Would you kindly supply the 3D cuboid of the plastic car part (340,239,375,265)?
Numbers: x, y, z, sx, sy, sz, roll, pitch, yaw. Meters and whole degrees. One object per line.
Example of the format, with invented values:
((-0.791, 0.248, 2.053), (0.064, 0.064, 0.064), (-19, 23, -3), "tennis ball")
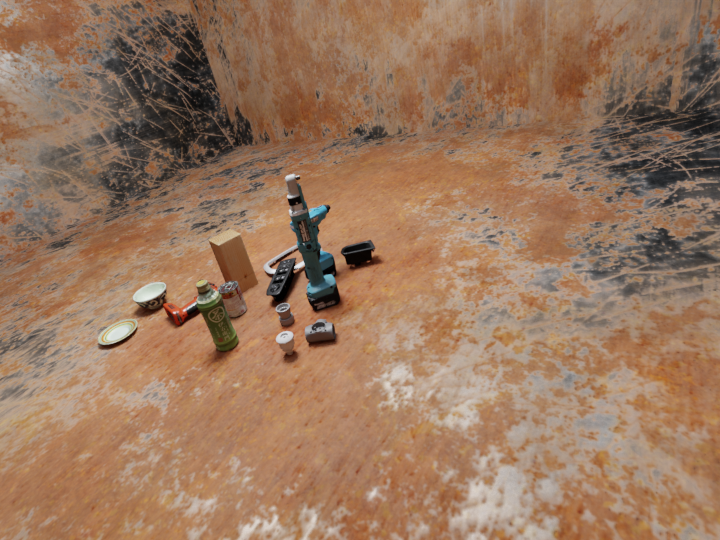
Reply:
((-0.007, -0.054, 1.466), (0.116, 0.068, 0.068), (-16, 28, -2), "plastic car part")

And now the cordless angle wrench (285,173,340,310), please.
((-0.152, -0.079, 1.232), (0.097, 0.408, 0.077), (-16, 27, -6), "cordless angle wrench")

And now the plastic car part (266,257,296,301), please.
((-0.266, 0.036, 1.438), (0.068, 0.065, 0.205), (-6, 31, 14), "plastic car part")

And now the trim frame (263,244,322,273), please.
((-0.255, -0.047, 1.613), (0.194, 0.026, 0.244), (15, 41, 42), "trim frame")

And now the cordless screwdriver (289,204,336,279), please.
((-0.138, -0.091, 1.416), (0.078, 0.240, 0.156), (15, 39, 43), "cordless screwdriver")
